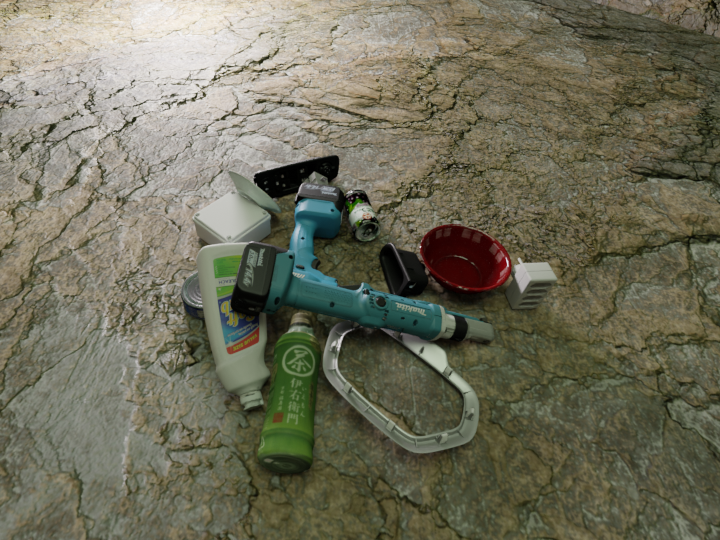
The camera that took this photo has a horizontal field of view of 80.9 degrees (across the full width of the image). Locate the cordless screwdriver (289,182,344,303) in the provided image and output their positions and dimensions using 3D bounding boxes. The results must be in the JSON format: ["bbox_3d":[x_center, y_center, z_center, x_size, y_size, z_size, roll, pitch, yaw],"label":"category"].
[{"bbox_3d":[-0.077,-0.050,0.789,0.161,0.072,0.252,11,52,6],"label":"cordless screwdriver"}]

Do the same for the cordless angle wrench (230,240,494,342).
[{"bbox_3d":[0.019,0.057,0.650,0.414,0.074,0.100,14,56,-11],"label":"cordless angle wrench"}]

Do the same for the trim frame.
[{"bbox_3d":[0.057,0.153,0.623,0.261,0.027,0.179,34,41,27],"label":"trim frame"}]

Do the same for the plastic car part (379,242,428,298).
[{"bbox_3d":[0.085,-0.001,0.765,0.069,0.065,0.121,7,43,-19],"label":"plastic car part"}]

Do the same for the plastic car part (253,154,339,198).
[{"bbox_3d":[-0.143,-0.213,0.943,0.199,0.064,0.070,-18,27,-17],"label":"plastic car part"}]
